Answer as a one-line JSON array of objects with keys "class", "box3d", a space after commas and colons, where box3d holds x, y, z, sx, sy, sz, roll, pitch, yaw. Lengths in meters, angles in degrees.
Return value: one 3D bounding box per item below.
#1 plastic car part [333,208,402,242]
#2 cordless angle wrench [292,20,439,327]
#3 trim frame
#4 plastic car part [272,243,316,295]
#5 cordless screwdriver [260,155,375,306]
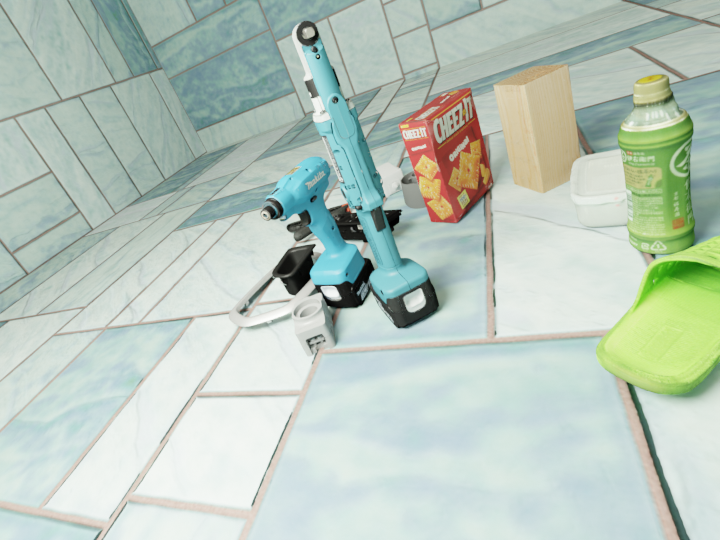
[{"class": "plastic car part", "box3d": [0.000, -0.094, 0.898, 0.214, 0.064, 0.065, 9, 41, 46]}, {"class": "cordless angle wrench", "box3d": [0.003, -0.112, 0.568, 0.074, 0.407, 0.102, -26, 25, -7]}, {"class": "trim frame", "box3d": [-0.157, 0.032, 0.846, 0.192, 0.026, 0.247, -3, 35, 34]}, {"class": "plastic car part", "box3d": [-0.122, 0.007, 0.818, 0.068, 0.068, 0.117, -11, 30, 23]}, {"class": "cordless screwdriver", "box3d": [-0.067, -0.044, 0.682, 0.078, 0.239, 0.158, -5, 32, 34]}]
